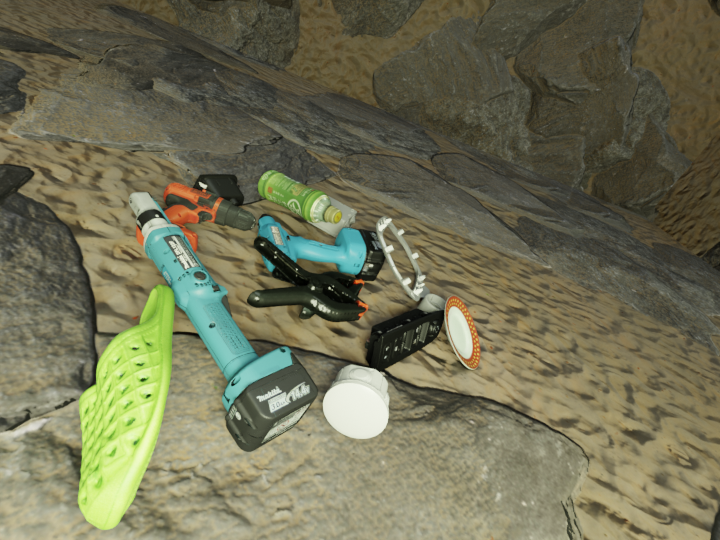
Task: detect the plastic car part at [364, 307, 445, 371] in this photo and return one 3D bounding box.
[{"bbox_3d":[0.071,0.106,0.706,0.194,0.065,0.071,-11,19,-43],"label":"plastic car part"}]

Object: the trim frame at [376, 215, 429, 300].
[{"bbox_3d":[0.089,-0.028,0.866,0.183,0.028,0.246,60,15,-4],"label":"trim frame"}]

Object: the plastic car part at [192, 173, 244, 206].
[{"bbox_3d":[-0.288,-0.159,0.891,0.073,0.066,0.112,53,34,16],"label":"plastic car part"}]

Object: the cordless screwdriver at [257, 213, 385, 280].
[{"bbox_3d":[-0.082,-0.054,0.842,0.240,0.073,0.167,4,35,-24],"label":"cordless screwdriver"}]

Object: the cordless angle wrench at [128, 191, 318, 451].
[{"bbox_3d":[-0.220,0.026,0.568,0.094,0.074,0.443,-12,50,-47],"label":"cordless angle wrench"}]
